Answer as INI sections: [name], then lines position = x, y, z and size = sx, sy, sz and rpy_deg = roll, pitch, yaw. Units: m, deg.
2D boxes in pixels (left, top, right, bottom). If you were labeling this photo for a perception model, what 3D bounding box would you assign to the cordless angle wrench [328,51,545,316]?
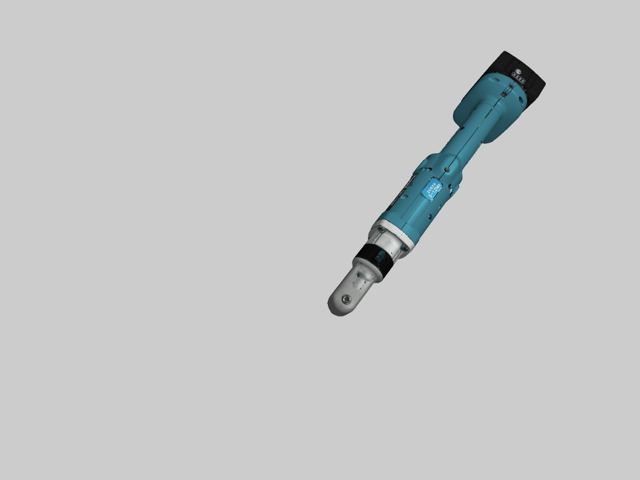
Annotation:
[cordless angle wrench]
position = 0.142, -0.074, 0.522
size = 0.074, 0.421, 0.098
rpy_deg = 40, -23, 2
